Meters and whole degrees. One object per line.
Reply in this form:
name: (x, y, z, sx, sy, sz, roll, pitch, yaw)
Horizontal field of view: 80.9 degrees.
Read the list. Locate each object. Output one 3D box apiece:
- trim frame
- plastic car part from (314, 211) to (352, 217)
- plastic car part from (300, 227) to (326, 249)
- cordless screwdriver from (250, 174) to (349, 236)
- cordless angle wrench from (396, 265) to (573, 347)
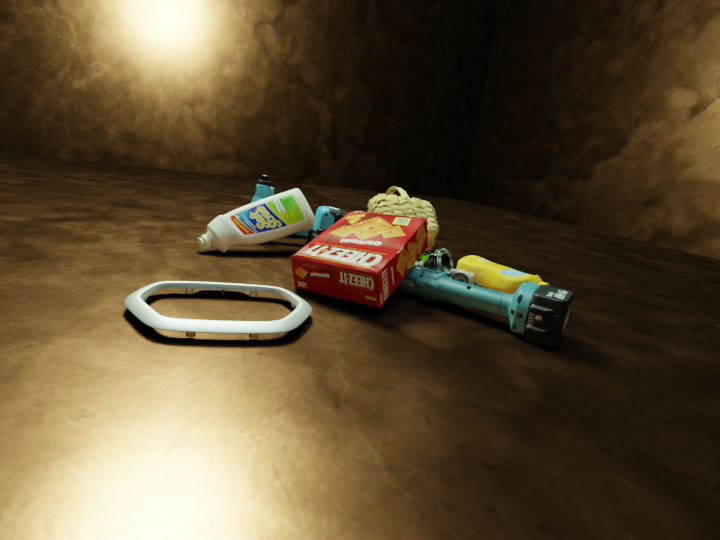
trim frame: (-0.188, 0.048, 0.579, 0.242, 0.027, 0.191, 1, 17, -17)
plastic car part: (-0.076, -0.127, 1.233, 0.194, 0.066, 0.070, -7, 46, -48)
plastic car part: (-0.092, -0.060, 0.942, 0.064, 0.070, 0.120, 3, 12, -15)
cordless screwdriver: (-0.147, -0.140, 1.042, 0.244, 0.158, 0.076, 7, 11, -12)
cordless angle wrench: (0.127, 0.024, 0.751, 0.445, 0.073, 0.094, 15, 16, 34)
